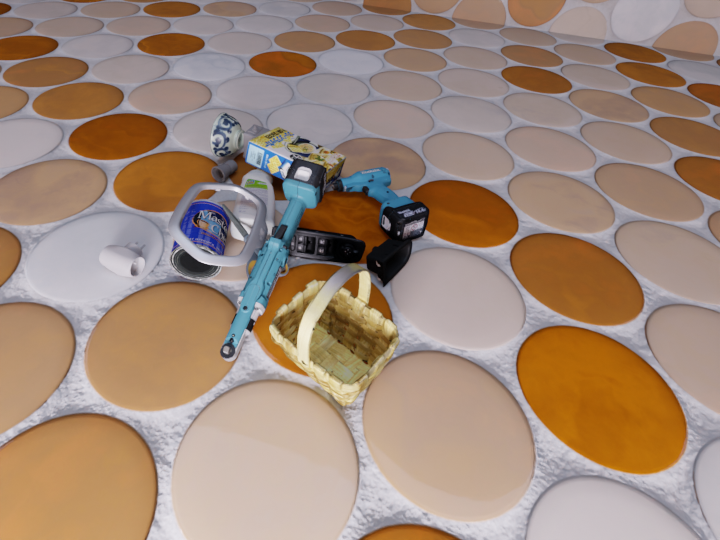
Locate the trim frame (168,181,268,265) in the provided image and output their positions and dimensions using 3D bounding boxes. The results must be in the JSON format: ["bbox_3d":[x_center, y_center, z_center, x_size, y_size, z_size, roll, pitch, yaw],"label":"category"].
[{"bbox_3d":[-0.274,-0.099,0.845,0.180,0.027,0.255,17,40,-12],"label":"trim frame"}]

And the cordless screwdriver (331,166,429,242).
[{"bbox_3d":[0.044,-0.167,1.031,0.155,0.072,0.262,-15,45,-19],"label":"cordless screwdriver"}]

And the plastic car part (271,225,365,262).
[{"bbox_3d":[-0.090,-0.059,0.925,0.206,0.065,0.067,10,20,7],"label":"plastic car part"}]

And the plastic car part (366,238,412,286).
[{"bbox_3d":[0.054,-0.030,0.909,0.074,0.064,0.115,18,42,30],"label":"plastic car part"}]

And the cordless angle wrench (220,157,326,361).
[{"bbox_3d":[-0.168,-0.028,0.816,0.075,0.096,0.427,17,65,5],"label":"cordless angle wrench"}]
